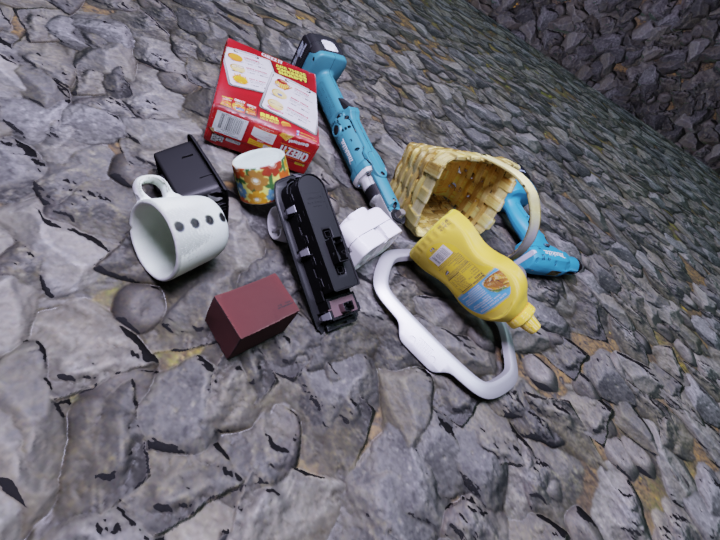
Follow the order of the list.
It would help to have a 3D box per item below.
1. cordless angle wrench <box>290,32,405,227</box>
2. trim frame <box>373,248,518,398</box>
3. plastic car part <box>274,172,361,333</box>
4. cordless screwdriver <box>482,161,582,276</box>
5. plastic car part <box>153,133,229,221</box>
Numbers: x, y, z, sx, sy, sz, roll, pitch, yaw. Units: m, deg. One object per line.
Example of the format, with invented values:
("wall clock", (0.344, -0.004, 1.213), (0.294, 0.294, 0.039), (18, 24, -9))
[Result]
("cordless angle wrench", (-0.021, -0.248, 0.746), (0.071, 0.098, 0.439), (-3, 59, -36))
("trim frame", (0.120, 0.064, 0.595), (0.253, 0.028, 0.180), (45, 43, 8))
("plastic car part", (-0.050, -0.033, 0.512), (0.064, 0.068, 0.207), (-15, 77, -31))
("cordless screwdriver", (0.334, -0.100, 0.837), (0.152, 0.075, 0.258), (6, 54, -28))
("plastic car part", (-0.218, -0.110, 0.524), (0.069, 0.065, 0.121), (-26, 66, -29))
